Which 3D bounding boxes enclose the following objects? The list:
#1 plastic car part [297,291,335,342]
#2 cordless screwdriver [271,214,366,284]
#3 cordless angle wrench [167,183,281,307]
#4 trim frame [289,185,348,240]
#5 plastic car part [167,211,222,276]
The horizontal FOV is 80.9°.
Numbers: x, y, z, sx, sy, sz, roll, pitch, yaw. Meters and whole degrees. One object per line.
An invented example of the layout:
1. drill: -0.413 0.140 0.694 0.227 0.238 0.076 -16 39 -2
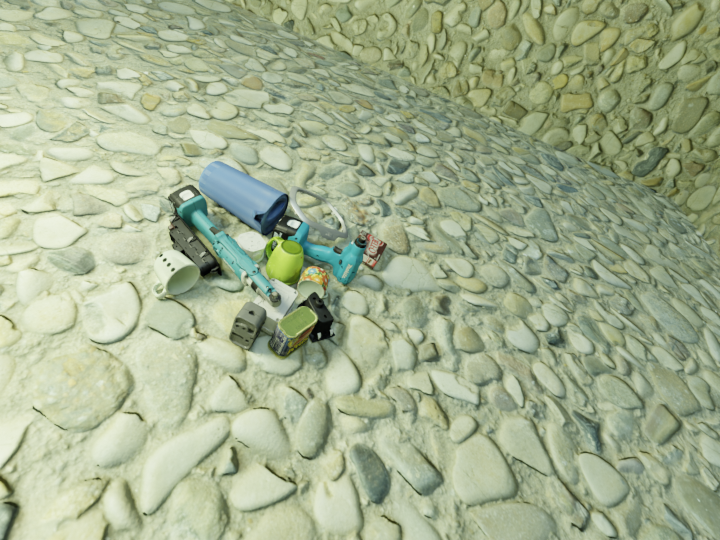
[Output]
1. plastic car part: -0.105 0.101 1.013 0.063 0.071 0.122 -9 54 -37
2. cordless screwdriver: -0.110 -0.072 1.130 0.251 0.157 0.074 26 40 3
3. cordless angle wrench: -0.326 -0.057 1.023 0.073 0.095 0.443 -33 60 -27
4. trim frame: -0.124 -0.168 1.260 0.235 0.028 0.192 17 39 -52
5. plastic car part: -0.416 -0.056 1.039 0.210 0.065 0.066 40 52 18
